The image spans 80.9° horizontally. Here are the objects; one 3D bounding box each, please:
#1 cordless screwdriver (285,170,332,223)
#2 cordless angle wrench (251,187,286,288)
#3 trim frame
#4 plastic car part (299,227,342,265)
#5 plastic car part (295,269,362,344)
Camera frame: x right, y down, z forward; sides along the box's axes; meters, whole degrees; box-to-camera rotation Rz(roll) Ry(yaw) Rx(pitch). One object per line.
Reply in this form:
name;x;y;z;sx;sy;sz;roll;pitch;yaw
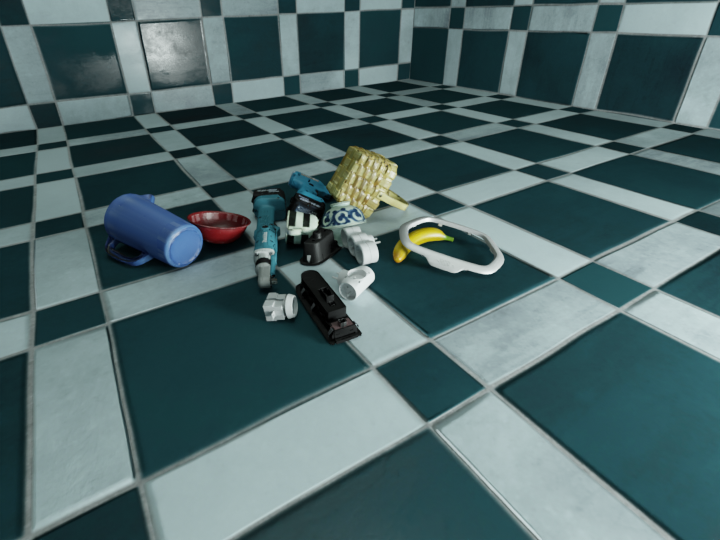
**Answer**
cordless screwdriver;-0.136;-0.203;1.230;0.155;0.074;0.256;19;29;-15
cordless angle wrench;-0.237;-0.089;1.072;0.097;0.072;0.439;-5;34;-7
trim frame;0.212;-0.062;1.001;0.255;0.027;0.184;19;41;12
plastic car part;-0.100;-0.065;1.022;0.069;0.069;0.114;14;32;24
plastic car part;-0.075;0.059;0.834;0.065;0.065;0.214;-21;34;-19
